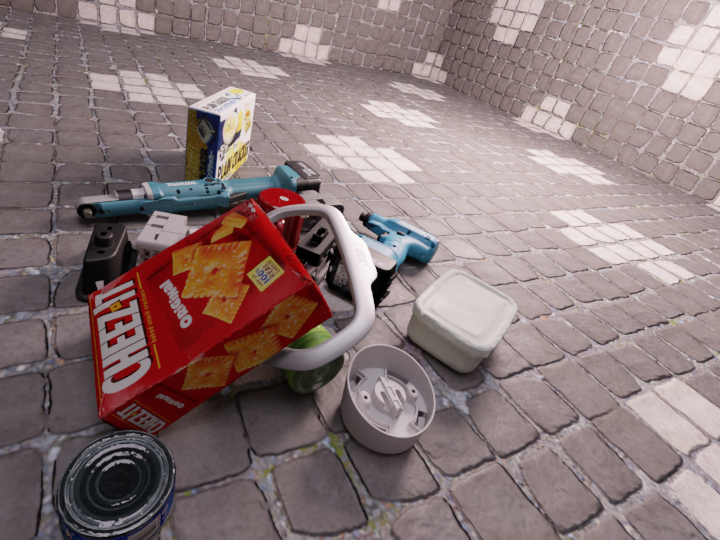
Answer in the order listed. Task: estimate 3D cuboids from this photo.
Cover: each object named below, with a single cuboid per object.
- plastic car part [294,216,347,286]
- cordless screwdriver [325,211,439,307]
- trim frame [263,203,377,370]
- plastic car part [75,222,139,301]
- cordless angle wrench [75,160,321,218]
[{"bbox_3d":[-0.069,-0.045,0.704,0.068,0.066,0.202,15,29,11],"label":"plastic car part"},{"bbox_3d":[0.023,-0.038,0.719,0.165,0.073,0.243,28,30,19],"label":"cordless screwdriver"},{"bbox_3d":[-0.076,0.006,0.498,0.184,0.026,0.260,-18,46,-1],"label":"trim frame"},{"bbox_3d":[-0.330,-0.022,0.550,0.064,0.070,0.122,3,32,-20],"label":"plastic car part"},{"bbox_3d":[-0.268,-0.136,0.754,0.407,0.073,0.103,-14,42,-34],"label":"cordless angle wrench"}]
